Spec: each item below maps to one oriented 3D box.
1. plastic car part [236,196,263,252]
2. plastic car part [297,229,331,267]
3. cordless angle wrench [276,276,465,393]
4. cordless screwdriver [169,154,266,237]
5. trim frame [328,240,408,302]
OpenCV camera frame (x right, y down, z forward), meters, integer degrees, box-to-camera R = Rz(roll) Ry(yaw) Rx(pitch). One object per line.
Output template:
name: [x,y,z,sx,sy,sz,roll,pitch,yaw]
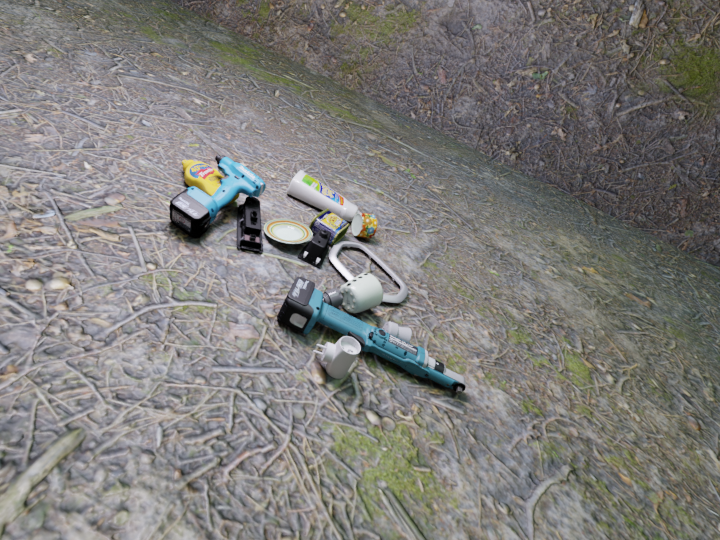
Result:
plastic car part: [-0.286,-0.131,1.098,0.064,0.066,0.212,4,35,-19]
plastic car part: [-0.109,-0.071,1.114,0.066,0.070,0.117,27,36,-2]
cordless angle wrench: [0.032,0.150,0.897,0.422,0.074,0.099,26,33,-1]
cordless screwdriver: [-0.372,-0.200,1.059,0.162,0.074,0.246,36,50,9]
trim frame: [0.020,0.001,1.135,0.177,0.027,0.261,-16,49,-44]
